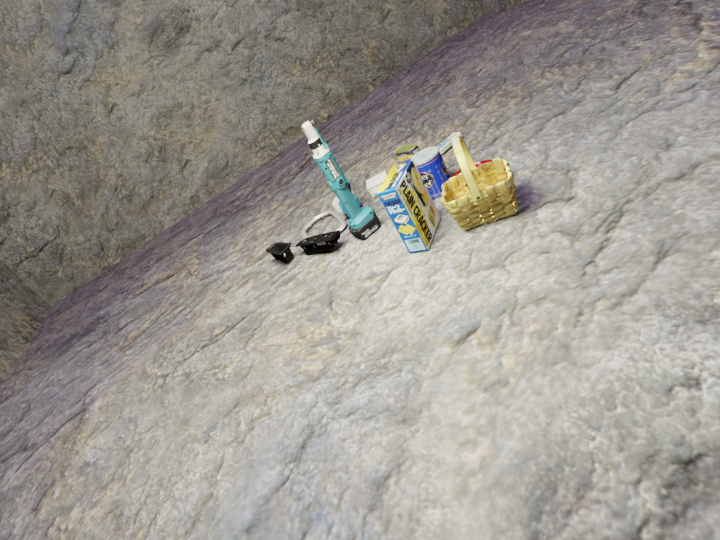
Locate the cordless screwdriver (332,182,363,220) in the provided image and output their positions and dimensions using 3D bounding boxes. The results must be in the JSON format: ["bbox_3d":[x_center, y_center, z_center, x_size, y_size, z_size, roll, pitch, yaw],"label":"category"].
[{"bbox_3d":[-0.072,-0.297,1.543,0.074,0.239,0.165,-31,27,3],"label":"cordless screwdriver"}]

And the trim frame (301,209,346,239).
[{"bbox_3d":[-0.141,-0.167,1.633,0.184,0.026,0.260,-35,29,-3],"label":"trim frame"}]

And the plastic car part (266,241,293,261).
[{"bbox_3d":[-0.294,-0.062,1.584,0.122,0.068,0.065,5,45,49],"label":"plastic car part"}]

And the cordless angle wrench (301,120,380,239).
[{"bbox_3d":[-0.072,-0.287,1.356,0.097,0.406,0.078,-39,26,-13],"label":"cordless angle wrench"}]

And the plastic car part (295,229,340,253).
[{"bbox_3d":[-0.146,-0.095,1.491,0.213,0.064,0.066,-2,40,43],"label":"plastic car part"}]
